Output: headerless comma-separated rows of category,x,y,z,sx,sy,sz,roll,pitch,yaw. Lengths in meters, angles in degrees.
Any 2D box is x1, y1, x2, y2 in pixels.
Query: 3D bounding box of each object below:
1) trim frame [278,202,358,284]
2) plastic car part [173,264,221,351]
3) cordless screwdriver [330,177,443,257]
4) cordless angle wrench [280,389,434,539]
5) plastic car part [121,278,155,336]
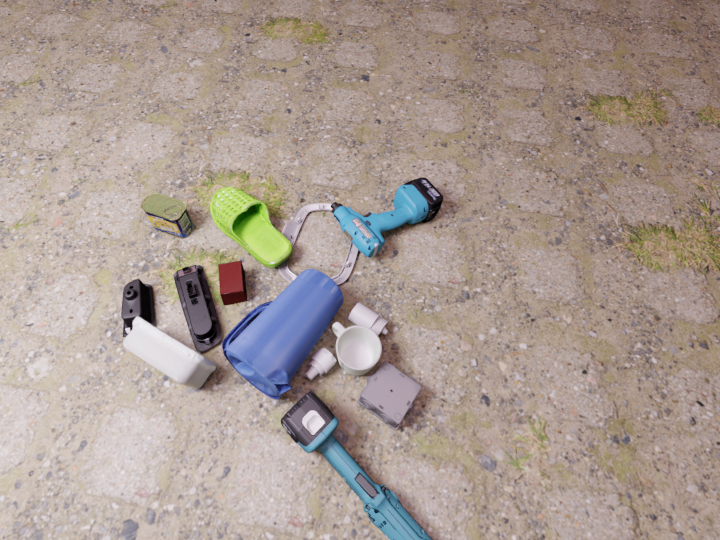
trim frame,-0.097,-0.063,0.990,0.187,0.027,0.251,13,61,8
plastic car part,-0.343,0.068,0.888,0.065,0.066,0.211,-17,62,-21
cordless screwdriver,0.061,-0.145,1.005,0.244,0.073,0.166,-31,65,-22
cordless angle wrench,0.036,0.384,0.686,0.073,0.096,0.437,-39,71,-24
plastic car part,-0.469,0.068,0.878,0.065,0.069,0.121,-10,62,-11
